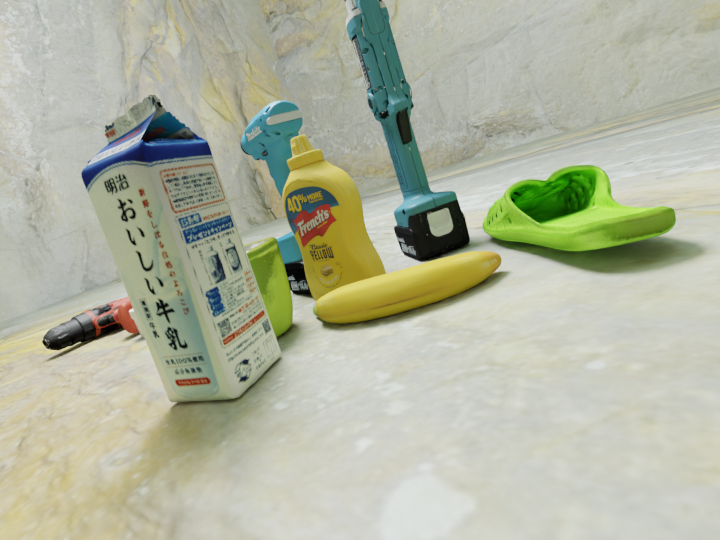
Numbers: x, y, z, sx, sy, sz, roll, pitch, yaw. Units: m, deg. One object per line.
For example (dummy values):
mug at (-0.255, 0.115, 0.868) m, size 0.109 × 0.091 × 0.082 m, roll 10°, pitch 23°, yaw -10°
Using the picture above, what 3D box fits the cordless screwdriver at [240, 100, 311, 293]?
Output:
cordless screwdriver at (-0.101, -0.095, 0.591) m, size 0.072 × 0.245 × 0.166 m, roll -22°, pitch 10°, yaw -28°

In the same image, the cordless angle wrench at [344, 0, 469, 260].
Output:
cordless angle wrench at (0.039, -0.225, 0.552) m, size 0.074 × 0.418 × 0.100 m, roll -19°, pitch 8°, yaw -7°
